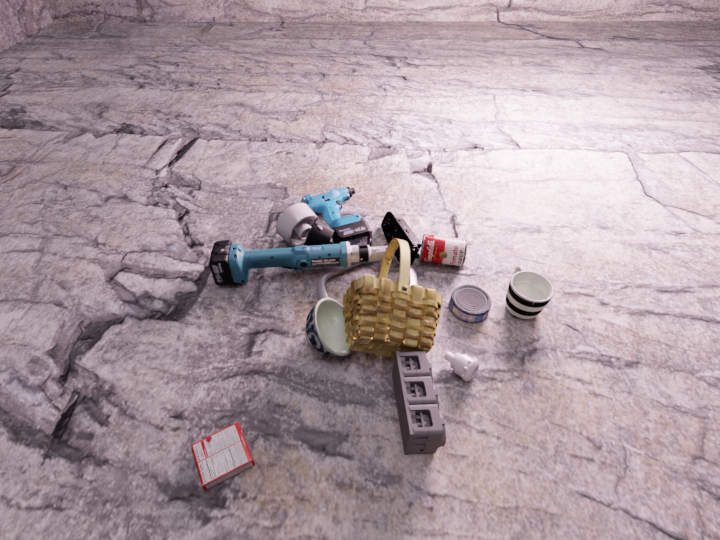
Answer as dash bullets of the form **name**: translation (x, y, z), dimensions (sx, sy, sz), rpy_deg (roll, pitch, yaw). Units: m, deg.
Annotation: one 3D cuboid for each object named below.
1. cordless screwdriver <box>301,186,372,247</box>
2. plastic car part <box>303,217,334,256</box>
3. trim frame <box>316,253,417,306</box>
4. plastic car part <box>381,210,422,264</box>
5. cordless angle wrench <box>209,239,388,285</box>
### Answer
- **cordless screwdriver**: translation (-0.043, -0.145, 1.135), dimensions (0.156, 0.072, 0.262), rpy_deg (-20, 45, -17)
- **plastic car part**: translation (-0.102, -0.067, 1.040), dimensions (0.070, 0.116, 0.067), rpy_deg (28, 43, -6)
- **trim frame**: translation (0.018, 0.028, 0.994), dimensions (0.244, 0.026, 0.194), rpy_deg (-23, 50, -16)
- **plastic car part**: translation (0.105, -0.086, 1.059), dimensions (0.065, 0.065, 0.213), rpy_deg (-1, 33, -20)
- **cordless angle wrench**: translation (-0.136, -0.030, 0.997), dimensions (0.424, 0.094, 0.077), rpy_deg (-4, 43, 1)
